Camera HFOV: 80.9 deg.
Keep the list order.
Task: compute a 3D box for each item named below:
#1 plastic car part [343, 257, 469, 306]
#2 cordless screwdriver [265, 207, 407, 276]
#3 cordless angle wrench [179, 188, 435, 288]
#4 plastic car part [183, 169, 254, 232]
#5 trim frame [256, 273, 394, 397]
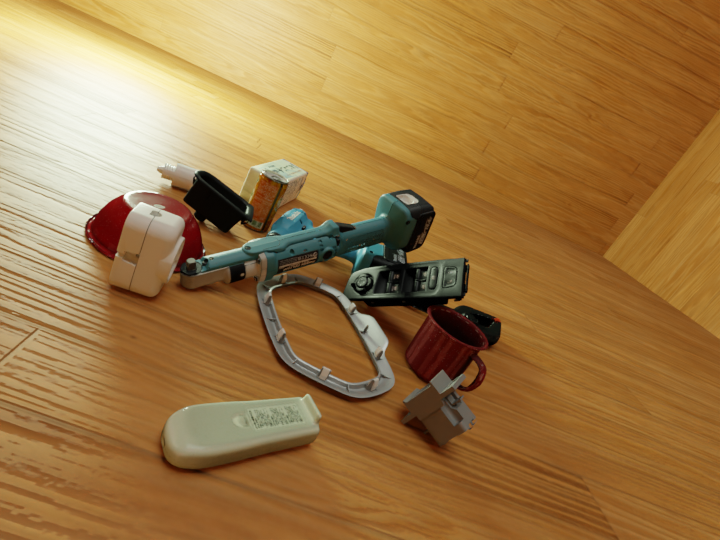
[{"bbox_3d":[0.070,0.025,0.658,0.211,0.067,0.063,-3,-28,31],"label":"plastic car part"},{"bbox_3d":[-0.045,-0.030,0.755,0.251,0.074,0.159,24,24,3],"label":"cordless screwdriver"},{"bbox_3d":[-0.063,-0.041,0.640,0.408,0.096,0.078,-18,49,-34],"label":"cordless angle wrench"},{"bbox_3d":[-0.244,-0.108,0.708,0.112,0.071,0.068,36,16,-23],"label":"plastic car part"},{"bbox_3d":[-0.048,0.074,0.579,0.176,0.027,0.262,14,23,-31],"label":"trim frame"}]
